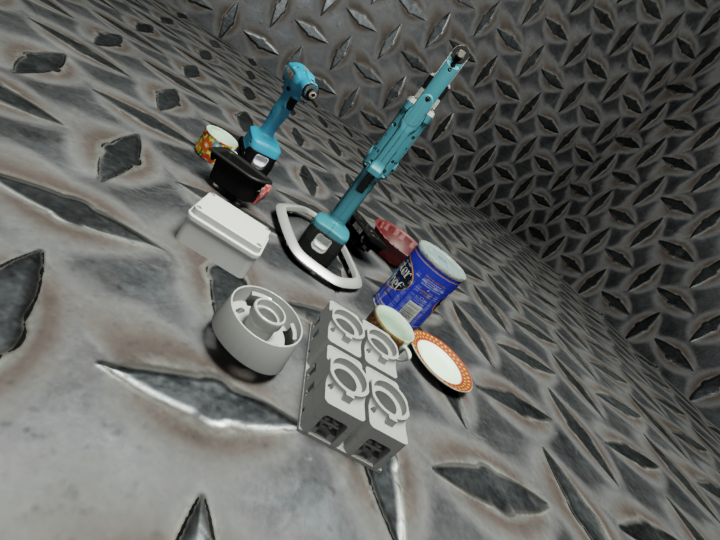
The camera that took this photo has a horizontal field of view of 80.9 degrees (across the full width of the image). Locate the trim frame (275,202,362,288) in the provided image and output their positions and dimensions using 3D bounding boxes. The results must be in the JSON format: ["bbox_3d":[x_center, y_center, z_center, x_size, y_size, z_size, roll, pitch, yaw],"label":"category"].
[{"bbox_3d":[-0.080,-0.052,0.814,0.174,0.027,0.261,20,27,-36],"label":"trim frame"}]

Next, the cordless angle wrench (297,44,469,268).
[{"bbox_3d":[0.035,-0.187,0.722,0.074,0.424,0.098,36,22,-7],"label":"cordless angle wrench"}]

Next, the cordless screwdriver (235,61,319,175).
[{"bbox_3d":[-0.174,-0.306,0.887,0.070,0.249,0.167,22,27,-36],"label":"cordless screwdriver"}]

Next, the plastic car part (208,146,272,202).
[{"bbox_3d":[-0.226,-0.164,0.764,0.118,0.071,0.065,39,22,6],"label":"plastic car part"}]

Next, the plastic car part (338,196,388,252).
[{"bbox_3d":[-0.011,-0.098,0.959,0.063,0.067,0.213,22,26,-34],"label":"plastic car part"}]
